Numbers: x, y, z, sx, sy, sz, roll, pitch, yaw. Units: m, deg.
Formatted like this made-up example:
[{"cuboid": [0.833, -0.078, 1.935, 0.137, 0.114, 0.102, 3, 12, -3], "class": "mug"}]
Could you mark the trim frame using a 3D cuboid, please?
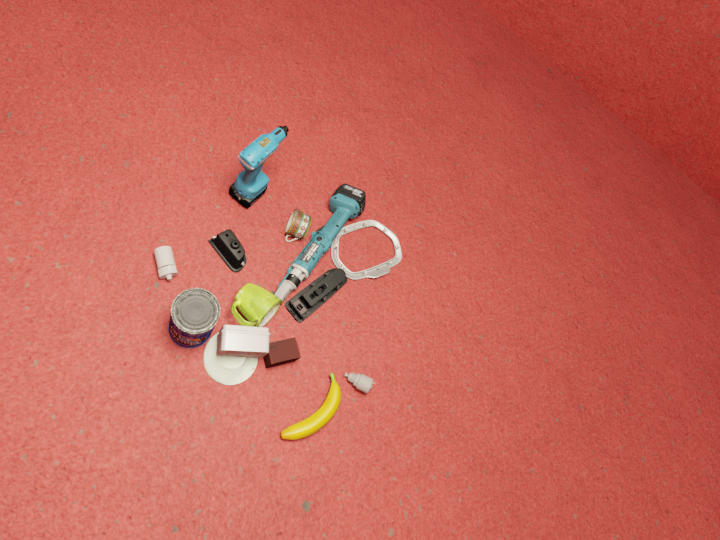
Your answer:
[{"cuboid": [0.020, -0.064, 1.277, 0.241, 0.028, 0.188, -19, 74, -31], "class": "trim frame"}]

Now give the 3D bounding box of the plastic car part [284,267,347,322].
[{"cuboid": [-0.109, 0.051, 1.146, 0.068, 0.067, 0.199, 45, 54, 9], "class": "plastic car part"}]

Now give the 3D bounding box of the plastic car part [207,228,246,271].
[{"cuboid": [-0.335, -0.061, 1.102, 0.064, 0.071, 0.119, -33, 79, -32], "class": "plastic car part"}]

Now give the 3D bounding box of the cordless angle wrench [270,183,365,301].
[{"cuboid": [-0.117, -0.077, 1.197, 0.101, 0.072, 0.422, 24, 60, 15], "class": "cordless angle wrench"}]

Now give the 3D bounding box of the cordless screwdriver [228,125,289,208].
[{"cuboid": [-0.270, -0.278, 1.132, 0.074, 0.251, 0.158, 41, 61, -4], "class": "cordless screwdriver"}]
